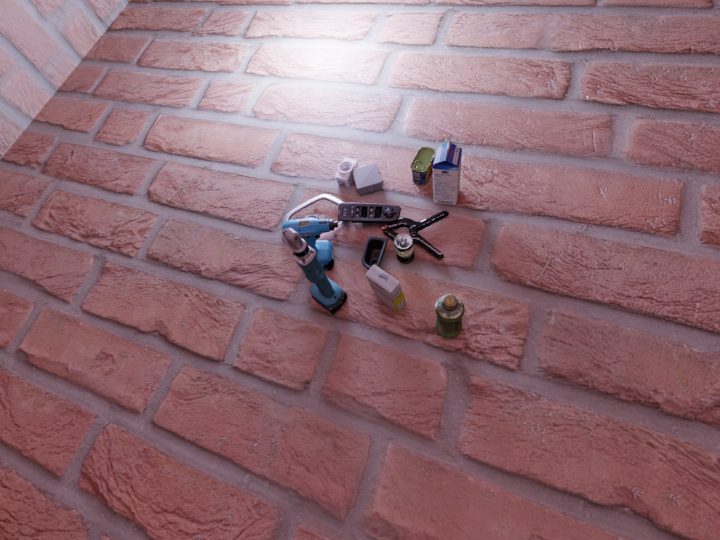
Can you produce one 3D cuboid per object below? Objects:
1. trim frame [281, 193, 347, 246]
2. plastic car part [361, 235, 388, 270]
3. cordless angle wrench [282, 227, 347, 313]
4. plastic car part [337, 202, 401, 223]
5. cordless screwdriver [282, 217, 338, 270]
[{"bbox_3d":[-0.158,-0.166,1.453,0.248,0.026,0.193,-29,60,-1],"label":"trim frame"},{"bbox_3d":[0.044,-0.040,1.311,0.068,0.068,0.118,10,66,17],"label":"plastic car part"},{"bbox_3d":[-0.125,0.003,1.139,0.102,0.405,0.074,35,75,23],"label":"cordless angle wrench"},{"bbox_3d":[0.031,-0.180,1.388,0.208,0.064,0.067,1,64,15],"label":"plastic car part"},{"bbox_3d":[-0.125,-0.082,1.279,0.162,0.238,0.076,-4,64,10],"label":"cordless screwdriver"}]
